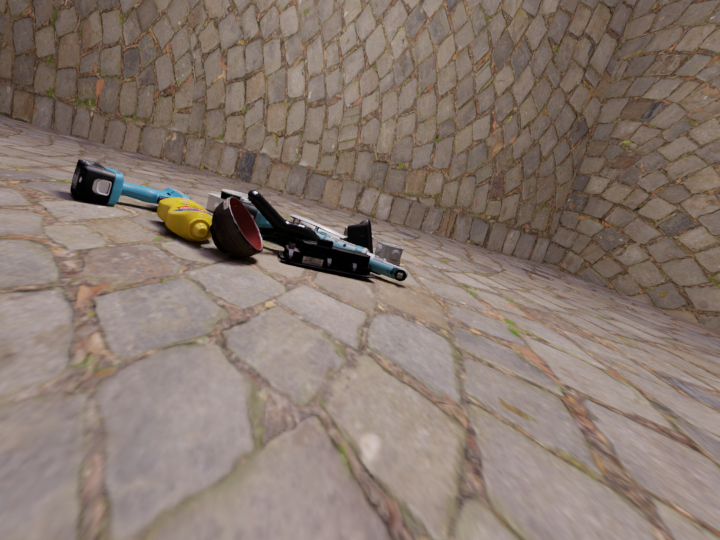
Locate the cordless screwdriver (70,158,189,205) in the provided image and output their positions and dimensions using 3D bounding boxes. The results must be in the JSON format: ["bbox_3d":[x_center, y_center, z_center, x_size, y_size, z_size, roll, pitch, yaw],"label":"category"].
[{"bbox_3d":[-0.491,-0.169,0.935,0.235,0.074,0.168,11,11,-47],"label":"cordless screwdriver"}]

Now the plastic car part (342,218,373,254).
[{"bbox_3d":[-0.006,-0.064,1.022,0.072,0.116,0.065,-6,5,10],"label":"plastic car part"}]

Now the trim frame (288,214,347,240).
[{"bbox_3d":[-0.098,-0.103,1.179,0.263,0.027,0.174,23,-1,39],"label":"trim frame"}]

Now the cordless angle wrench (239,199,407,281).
[{"bbox_3d":[-0.095,-0.062,0.971,0.436,0.074,0.095,21,11,15],"label":"cordless angle wrench"}]

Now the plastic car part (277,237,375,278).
[{"bbox_3d":[-0.063,-0.027,0.863,0.197,0.067,0.068,16,2,-15],"label":"plastic car part"}]
